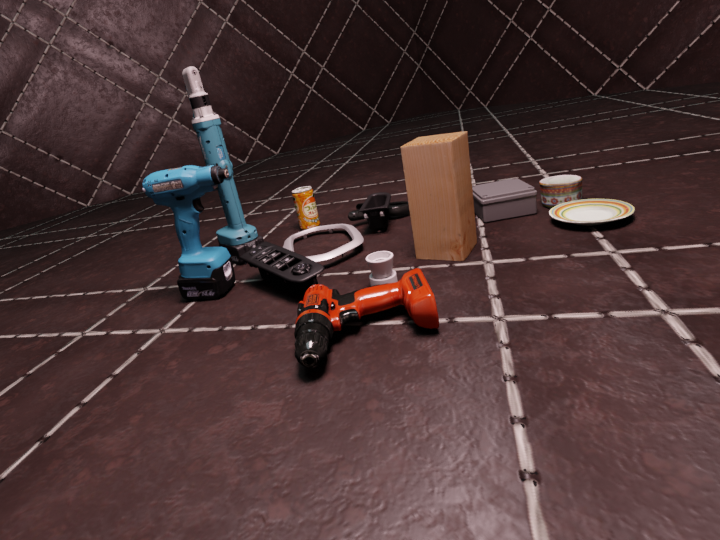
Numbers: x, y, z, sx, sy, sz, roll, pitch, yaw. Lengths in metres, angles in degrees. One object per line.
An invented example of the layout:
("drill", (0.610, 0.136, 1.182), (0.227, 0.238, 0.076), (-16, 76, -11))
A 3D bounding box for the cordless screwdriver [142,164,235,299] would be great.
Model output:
("cordless screwdriver", (-0.291, -0.071, 0.785), (0.163, 0.242, 0.074), (-6, 20, 15))

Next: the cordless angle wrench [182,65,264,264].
("cordless angle wrench", (-0.308, -0.221, 0.922), (0.103, 0.412, 0.072), (9, 27, 44))

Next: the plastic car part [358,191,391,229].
("plastic car part", (0.043, -0.131, 0.971), (0.068, 0.069, 0.117), (-6, 23, 16))

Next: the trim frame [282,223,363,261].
("trim frame", (-0.091, -0.059, 0.929), (0.183, 0.027, 0.257), (-15, 23, -6))

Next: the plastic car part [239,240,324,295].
("plastic car part", (-0.141, 0.001, 0.766), (0.064, 0.065, 0.214), (-27, 26, -34))
